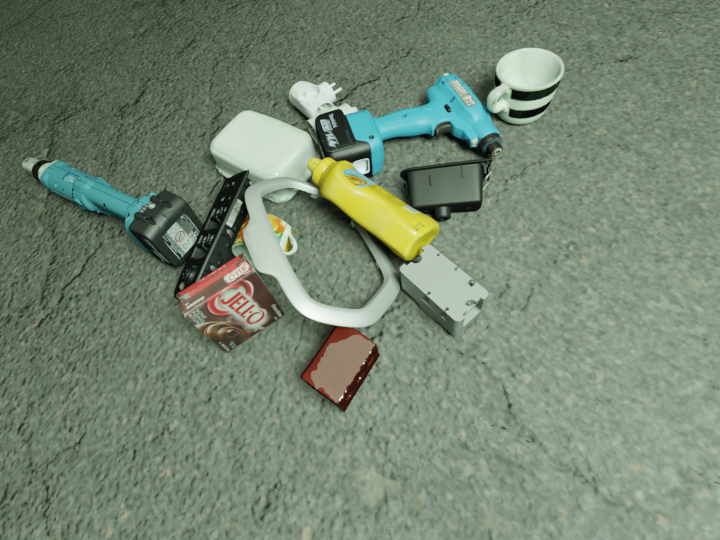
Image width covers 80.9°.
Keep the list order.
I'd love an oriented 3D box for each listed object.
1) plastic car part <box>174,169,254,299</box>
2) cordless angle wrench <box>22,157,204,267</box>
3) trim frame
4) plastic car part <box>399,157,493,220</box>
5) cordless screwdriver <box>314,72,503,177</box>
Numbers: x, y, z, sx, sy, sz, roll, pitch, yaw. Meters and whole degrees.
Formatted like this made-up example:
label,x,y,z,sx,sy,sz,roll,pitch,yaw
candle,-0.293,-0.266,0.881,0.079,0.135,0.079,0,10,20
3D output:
label,x,y,z,sx,sy,sz,roll,pitch,yaw
plastic car part,-0.197,-0.041,0.592,0.069,0.063,0.205,-1,58,39
cordless angle wrench,-0.431,-0.123,0.682,0.443,0.093,0.074,22,64,26
trim frame,-0.052,-0.034,0.528,0.176,0.027,0.260,-6,53,-35
plastic car part,0.115,-0.102,0.565,0.119,0.063,0.072,-6,74,12
cordless screwdriver,0.067,-0.193,0.617,0.248,0.071,0.166,-20,59,-4
